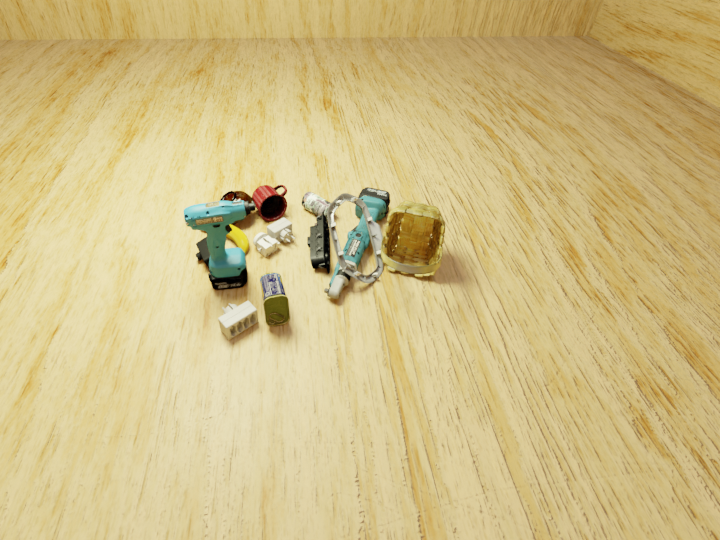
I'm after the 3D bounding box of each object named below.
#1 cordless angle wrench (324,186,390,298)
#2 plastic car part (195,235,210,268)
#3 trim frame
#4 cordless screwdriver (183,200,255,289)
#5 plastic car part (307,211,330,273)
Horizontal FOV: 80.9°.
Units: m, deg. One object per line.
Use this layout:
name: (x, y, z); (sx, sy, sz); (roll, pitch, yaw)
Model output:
cordless angle wrench: (-0.009, -0.081, 1.184); (0.100, 0.072, 0.426); (13, 47, 10)
plastic car part: (-0.412, -0.049, 1.153); (0.070, 0.063, 0.123); (-33, 49, -15)
trim frame: (-0.007, -0.088, 1.110); (0.176, 0.028, 0.252); (-6, 75, -46)
cordless screwdriver: (-0.318, -0.065, 1.031); (0.158, 0.240, 0.077); (-9, 45, -7)
plastic car part: (-0.115, -0.075, 1.179); (0.067, 0.064, 0.211); (-11, 44, -1)
